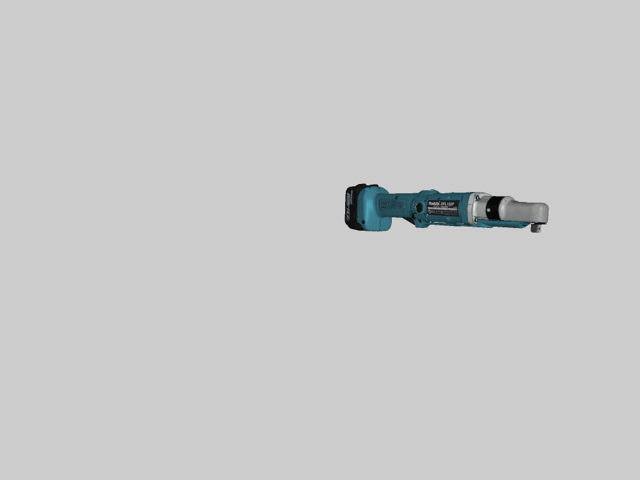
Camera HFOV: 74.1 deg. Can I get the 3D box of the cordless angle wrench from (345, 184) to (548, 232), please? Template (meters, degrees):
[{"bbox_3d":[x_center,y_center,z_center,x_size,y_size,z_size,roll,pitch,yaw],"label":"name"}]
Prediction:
[{"bbox_3d":[0.190,-0.054,0.740,0.074,0.098,0.423,-2,6,-31],"label":"cordless angle wrench"}]
